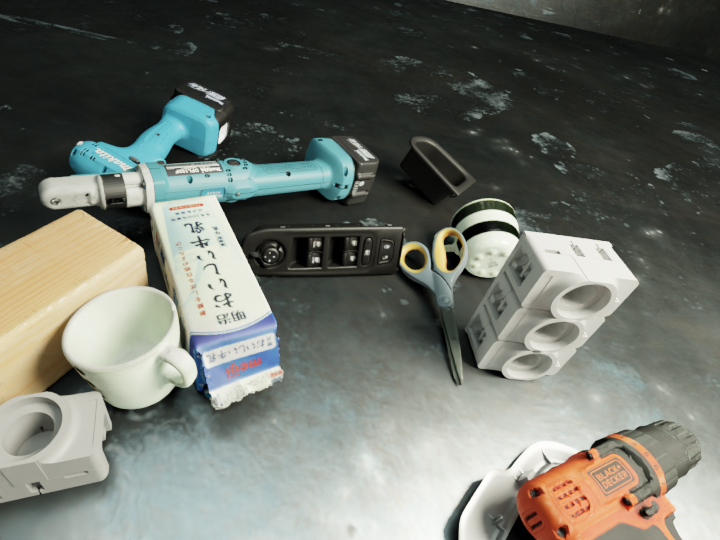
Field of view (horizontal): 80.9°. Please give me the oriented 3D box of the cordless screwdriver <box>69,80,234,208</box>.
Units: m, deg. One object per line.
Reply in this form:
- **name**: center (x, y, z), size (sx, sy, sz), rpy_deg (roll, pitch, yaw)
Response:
- **cordless screwdriver**: center (-0.268, -0.178, 0.620), size (0.160, 0.074, 0.249), rpy_deg (27, 47, 2)

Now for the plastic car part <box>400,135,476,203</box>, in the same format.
- **plastic car part**: center (0.113, -0.154, 0.681), size (0.119, 0.071, 0.064), rpy_deg (47, 48, 11)

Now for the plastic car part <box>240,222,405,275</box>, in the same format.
- **plastic car part**: center (-0.051, -0.033, 0.522), size (0.198, 0.065, 0.070), rpy_deg (-5, 36, -18)

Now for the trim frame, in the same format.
- **trim frame**: center (0.160, 0.238, 0.305), size (0.193, 0.027, 0.243), rpy_deg (37, 49, 26)

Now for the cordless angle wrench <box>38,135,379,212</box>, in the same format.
- **cordless angle wrench**: center (-0.167, -0.118, 0.549), size (0.408, 0.073, 0.103), rpy_deg (-14, 49, -33)
